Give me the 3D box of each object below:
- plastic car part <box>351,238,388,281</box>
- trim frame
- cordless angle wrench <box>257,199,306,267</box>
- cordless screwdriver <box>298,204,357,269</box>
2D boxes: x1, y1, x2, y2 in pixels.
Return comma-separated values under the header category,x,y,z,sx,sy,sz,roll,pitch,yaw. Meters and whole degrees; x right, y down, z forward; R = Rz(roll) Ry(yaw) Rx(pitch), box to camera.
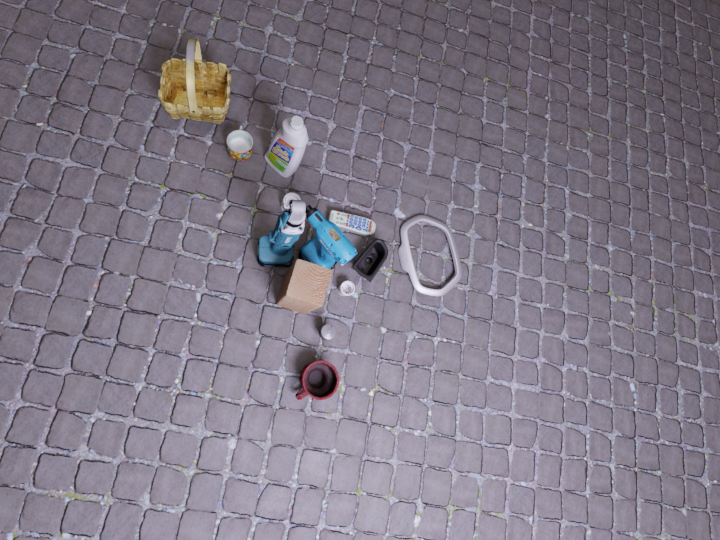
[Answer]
category,x,y,z,sx,sy,sz,roll,pitch,yaw
plastic car part,0.025,-0.027,1.179,0.066,0.071,0.116,38,71,-5
trim frame,0.203,-0.046,1.246,0.180,0.028,0.252,-9,78,-15
cordless angle wrench,-0.173,-0.081,0.962,0.096,0.427,0.075,2,79,-17
cordless screwdriver,-0.104,-0.068,1.066,0.073,0.251,0.159,-39,91,-20
